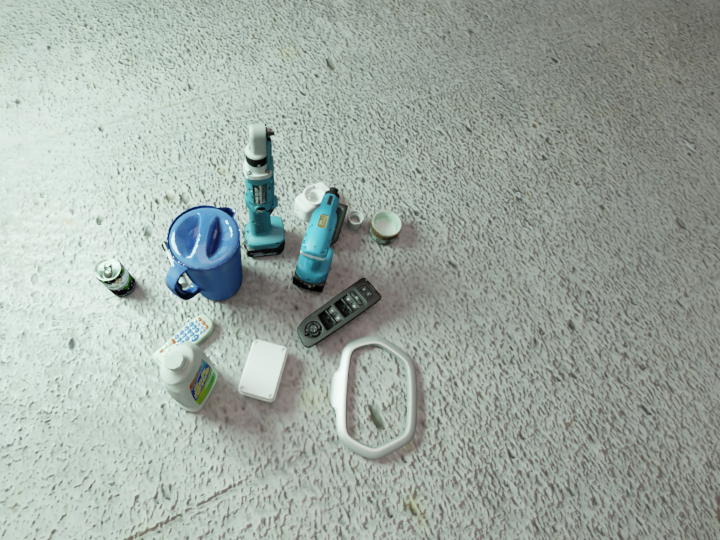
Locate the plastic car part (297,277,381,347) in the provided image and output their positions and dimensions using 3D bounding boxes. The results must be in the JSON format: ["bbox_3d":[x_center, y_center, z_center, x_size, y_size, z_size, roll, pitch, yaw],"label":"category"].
[{"bbox_3d":[-0.053,0.099,0.943,0.200,0.066,0.068,-34,75,-19],"label":"plastic car part"}]

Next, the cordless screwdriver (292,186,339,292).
[{"bbox_3d":[-0.089,-0.058,0.914,0.074,0.246,0.161,17,65,-3],"label":"cordless screwdriver"}]

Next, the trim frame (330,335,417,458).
[{"bbox_3d":[0.029,0.261,0.896,0.183,0.027,0.254,5,65,-3],"label":"trim frame"}]

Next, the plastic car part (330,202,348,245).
[{"bbox_3d":[-0.078,-0.105,1.034,0.066,0.070,0.118,14,65,-2],"label":"plastic car part"}]

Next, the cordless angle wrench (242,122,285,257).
[{"bbox_3d":[-0.200,-0.145,0.850,0.096,0.418,0.076,-5,69,-13],"label":"cordless angle wrench"}]
